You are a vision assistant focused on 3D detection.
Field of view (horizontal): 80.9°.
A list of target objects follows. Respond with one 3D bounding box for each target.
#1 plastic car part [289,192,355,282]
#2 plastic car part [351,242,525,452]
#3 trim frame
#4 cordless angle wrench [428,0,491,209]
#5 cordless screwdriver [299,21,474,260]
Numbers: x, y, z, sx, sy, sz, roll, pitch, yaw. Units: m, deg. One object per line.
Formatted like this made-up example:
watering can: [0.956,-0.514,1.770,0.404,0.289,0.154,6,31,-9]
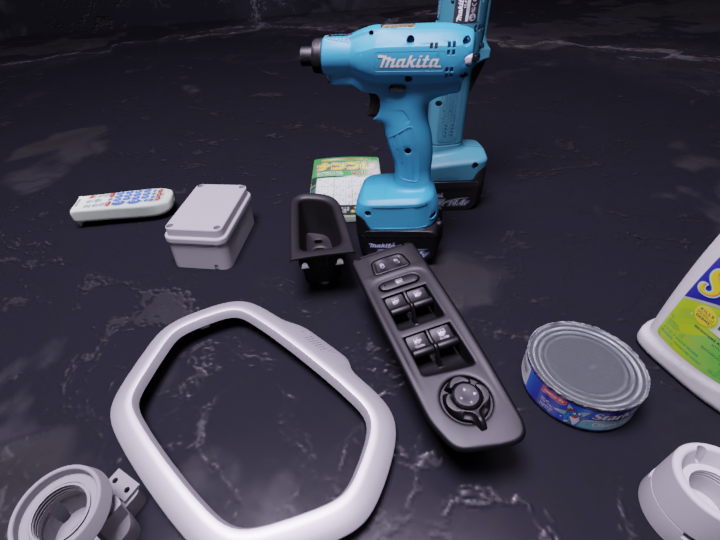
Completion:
plastic car part: [-0.047,-0.031,0.481,0.066,0.068,0.121,-7,39,-5]
plastic car part: [0.054,0.063,0.359,0.065,0.065,0.213,-13,40,-13]
trim frame: [-0.091,0.109,0.349,0.262,0.026,0.181,27,49,33]
cordless angle wrench: [0.113,-0.265,0.480,0.098,0.409,0.076,0,38,1]
cordless screwdriver: [0.022,-0.127,0.456,0.162,0.240,0.075,6,39,10]
